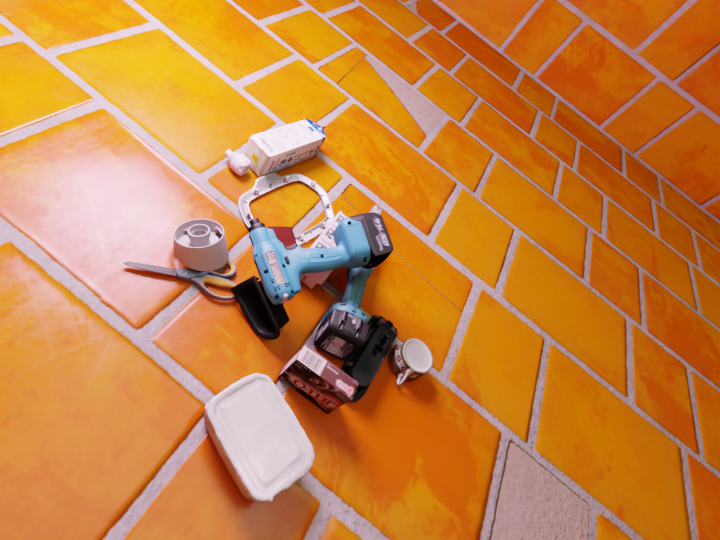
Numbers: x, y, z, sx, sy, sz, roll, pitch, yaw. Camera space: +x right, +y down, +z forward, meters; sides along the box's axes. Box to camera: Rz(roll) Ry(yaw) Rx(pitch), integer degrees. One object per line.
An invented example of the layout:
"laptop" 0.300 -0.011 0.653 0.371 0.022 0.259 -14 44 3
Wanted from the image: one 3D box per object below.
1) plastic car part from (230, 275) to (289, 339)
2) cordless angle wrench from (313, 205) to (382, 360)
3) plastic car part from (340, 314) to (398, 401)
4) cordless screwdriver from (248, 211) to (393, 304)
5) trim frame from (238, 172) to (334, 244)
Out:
"plastic car part" -0.171 0.062 0.773 0.116 0.068 0.069 61 33 -3
"cordless angle wrench" 0.000 -0.010 0.908 0.073 0.098 0.429 26 44 -10
"plastic car part" 0.022 0.162 0.810 0.066 0.068 0.201 44 49 -6
"cordless screwdriver" -0.076 -0.050 0.778 0.243 0.074 0.163 -19 75 -20
"trim frame" -0.161 -0.146 0.960 0.188 0.027 0.243 47 49 10
